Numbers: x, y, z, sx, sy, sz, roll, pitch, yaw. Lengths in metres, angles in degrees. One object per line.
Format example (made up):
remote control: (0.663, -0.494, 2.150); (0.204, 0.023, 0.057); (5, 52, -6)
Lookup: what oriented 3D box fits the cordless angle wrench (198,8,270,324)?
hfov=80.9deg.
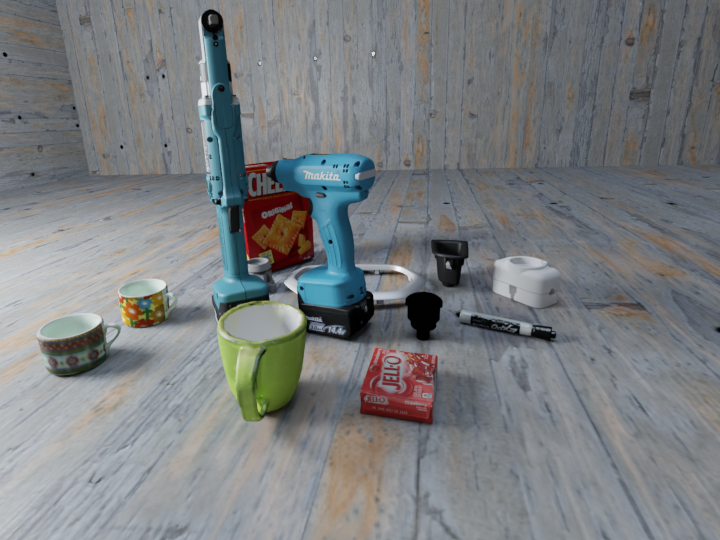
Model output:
cordless angle wrench: (-0.180, -0.115, 0.573); (0.072, 0.415, 0.103); (-9, 18, -24)

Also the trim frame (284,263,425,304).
trim frame: (-0.011, 0.019, 0.748); (0.249, 0.027, 0.188); (-3, 20, -1)

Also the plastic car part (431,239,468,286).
plastic car part: (0.156, -0.010, 0.742); (0.067, 0.069, 0.116); (2, 19, 12)

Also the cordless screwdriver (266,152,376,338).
cordless screwdriver: (-0.058, -0.038, 0.593); (0.167, 0.244, 0.072); (9, 20, 30)
